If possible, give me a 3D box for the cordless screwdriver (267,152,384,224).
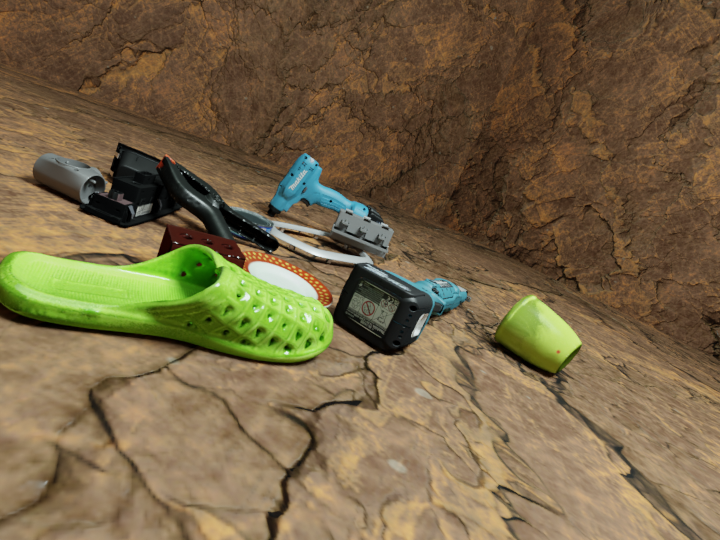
[{"bbox_3d":[-0.080,-0.133,0.969,0.241,0.159,0.076,35,11,-16],"label":"cordless screwdriver"}]

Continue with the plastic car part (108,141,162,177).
[{"bbox_3d":[-0.372,-0.159,0.726,0.112,0.066,0.074,21,27,-22],"label":"plastic car part"}]

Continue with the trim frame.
[{"bbox_3d":[-0.081,-0.053,0.829,0.236,0.027,0.195,5,22,-46],"label":"trim frame"}]

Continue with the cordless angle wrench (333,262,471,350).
[{"bbox_3d":[0.102,0.042,0.653,0.103,0.074,0.405,29,12,24],"label":"cordless angle wrench"}]

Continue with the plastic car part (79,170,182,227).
[{"bbox_3d":[-0.315,-0.112,0.616,0.066,0.066,0.204,15,11,-3],"label":"plastic car part"}]
